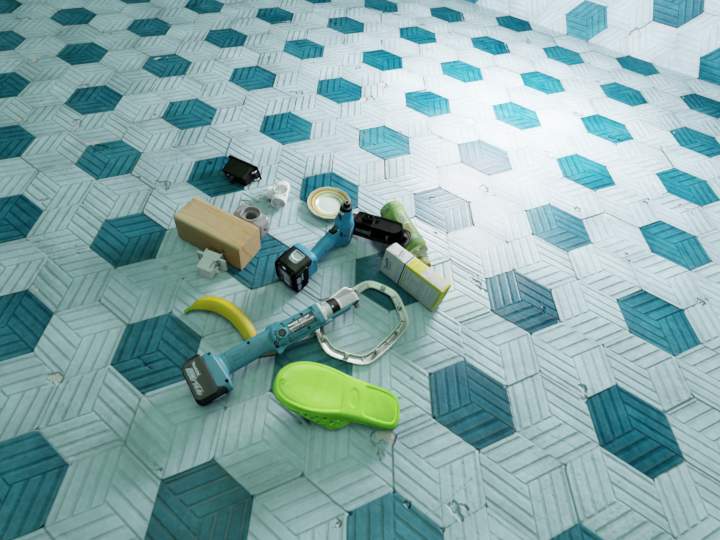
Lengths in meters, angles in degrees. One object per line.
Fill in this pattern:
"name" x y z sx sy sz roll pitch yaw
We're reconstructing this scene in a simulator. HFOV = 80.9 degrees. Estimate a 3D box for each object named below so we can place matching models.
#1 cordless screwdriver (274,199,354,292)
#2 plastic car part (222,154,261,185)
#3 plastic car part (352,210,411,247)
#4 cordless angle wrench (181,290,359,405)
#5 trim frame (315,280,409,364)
"cordless screwdriver" -0.105 -0.069 1.072 0.077 0.155 0.245 37 59 17
"plastic car part" -0.372 -0.298 1.294 0.120 0.064 0.071 24 67 16
"plastic car part" 0.044 -0.120 1.147 0.213 0.064 0.066 23 54 30
"cordless angle wrench" -0.178 0.147 0.934 0.414 0.074 0.100 -28 77 -24
"trim frame" 0.005 0.117 1.019 0.244 0.027 0.192 -38 63 -27
